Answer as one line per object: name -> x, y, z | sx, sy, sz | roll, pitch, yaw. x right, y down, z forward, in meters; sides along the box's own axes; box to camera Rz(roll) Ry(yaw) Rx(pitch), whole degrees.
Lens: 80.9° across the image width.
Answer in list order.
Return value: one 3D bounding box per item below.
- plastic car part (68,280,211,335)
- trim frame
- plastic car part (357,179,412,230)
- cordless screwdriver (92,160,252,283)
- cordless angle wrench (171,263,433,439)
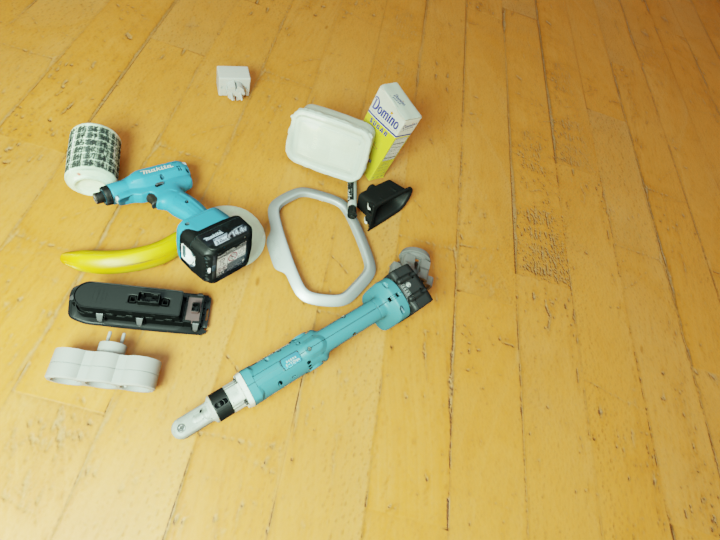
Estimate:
plastic car part -> -0.328, 0.052, 0.623 | 0.200, 0.067, 0.068 | 6, 68, -9
trim frame -> -0.075, -0.049, 0.764 | 0.179, 0.027, 0.256 | -13, 67, -22
plastic car part -> 0.038, -0.141, 0.831 | 0.074, 0.064, 0.114 | 39, 55, 23
cordless screwdriver -> -0.294, -0.082, 0.665 | 0.155, 0.073, 0.260 | -28, 58, -38
cordless angle wrench -> -0.078, 0.121, 0.632 | 0.414, 0.098, 0.076 | -29, 78, -23
